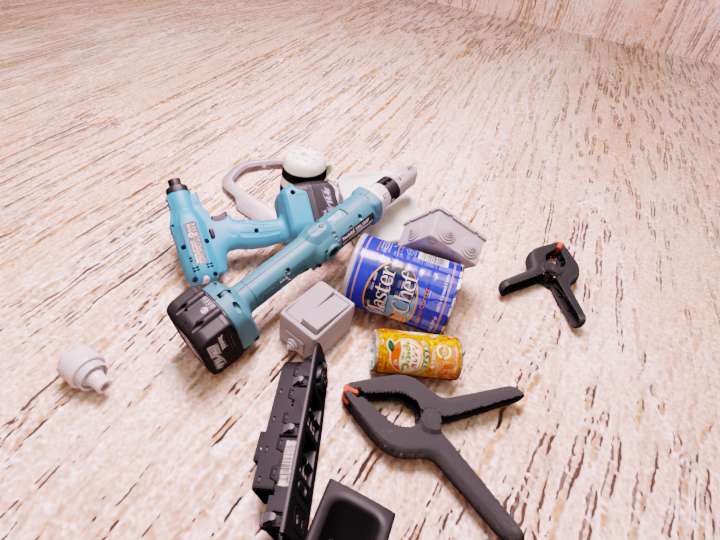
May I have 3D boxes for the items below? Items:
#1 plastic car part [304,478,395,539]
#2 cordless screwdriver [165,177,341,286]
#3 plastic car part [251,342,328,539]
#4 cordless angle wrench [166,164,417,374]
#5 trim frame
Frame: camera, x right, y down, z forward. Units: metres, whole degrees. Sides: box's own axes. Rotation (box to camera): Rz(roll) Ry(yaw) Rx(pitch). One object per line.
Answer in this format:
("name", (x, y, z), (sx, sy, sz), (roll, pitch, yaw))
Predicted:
("plastic car part", (-0.023, 0.253, 0.350), (0.068, 0.070, 0.115), (20, 29, 12))
("cordless screwdriver", (-0.161, -0.086, 0.642), (0.242, 0.075, 0.161), (-18, 84, -23))
("plastic car part", (-0.070, 0.172, 0.443), (0.069, 0.063, 0.207), (-9, 41, 20))
("cordless angle wrench", (-0.057, -0.037, 0.581), (0.078, 0.095, 0.417), (37, 61, 23))
("trim frame", (-0.143, -0.147, 0.787), (0.259, 0.027, 0.181), (33, 49, 23))
